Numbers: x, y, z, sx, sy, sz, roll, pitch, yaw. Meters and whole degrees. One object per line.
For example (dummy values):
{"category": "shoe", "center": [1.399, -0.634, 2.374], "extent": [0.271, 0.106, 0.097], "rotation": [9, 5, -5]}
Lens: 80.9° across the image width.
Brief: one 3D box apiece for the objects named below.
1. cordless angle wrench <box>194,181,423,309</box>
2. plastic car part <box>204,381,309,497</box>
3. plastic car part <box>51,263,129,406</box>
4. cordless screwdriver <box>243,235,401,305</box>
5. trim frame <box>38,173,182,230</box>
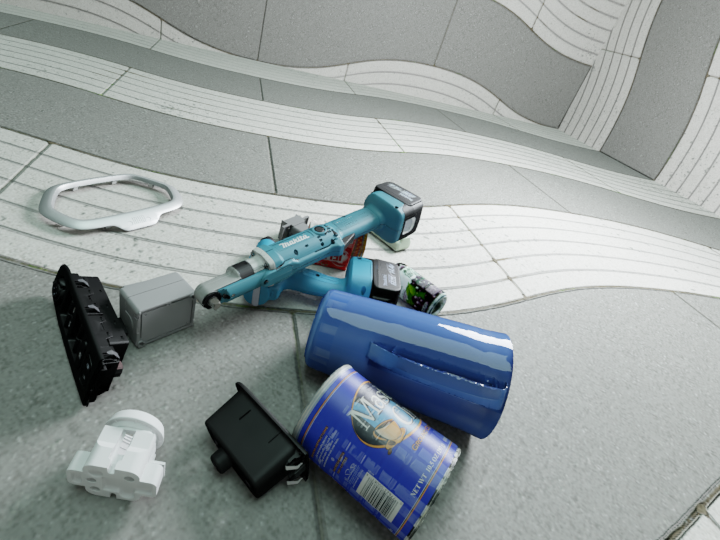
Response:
{"category": "cordless angle wrench", "center": [-0.065, -0.042, 0.662], "extent": [0.103, 0.072, 0.411], "rotation": [36, 45, 30]}
{"category": "plastic car part", "center": [-0.115, 0.181, 0.434], "extent": [0.122, 0.064, 0.069], "rotation": [32, 49, 28]}
{"category": "plastic car part", "center": [-0.328, 0.061, 0.514], "extent": [0.064, 0.066, 0.214], "rotation": [-5, 37, -48]}
{"category": "cordless screwdriver", "center": [-0.064, 0.005, 0.706], "extent": [0.247, 0.073, 0.164], "rotation": [8, 33, -6]}
{"category": "trim frame", "center": [-0.455, -0.130, 0.784], "extent": [0.193, 0.027, 0.241], "rotation": [31, 34, 24]}
